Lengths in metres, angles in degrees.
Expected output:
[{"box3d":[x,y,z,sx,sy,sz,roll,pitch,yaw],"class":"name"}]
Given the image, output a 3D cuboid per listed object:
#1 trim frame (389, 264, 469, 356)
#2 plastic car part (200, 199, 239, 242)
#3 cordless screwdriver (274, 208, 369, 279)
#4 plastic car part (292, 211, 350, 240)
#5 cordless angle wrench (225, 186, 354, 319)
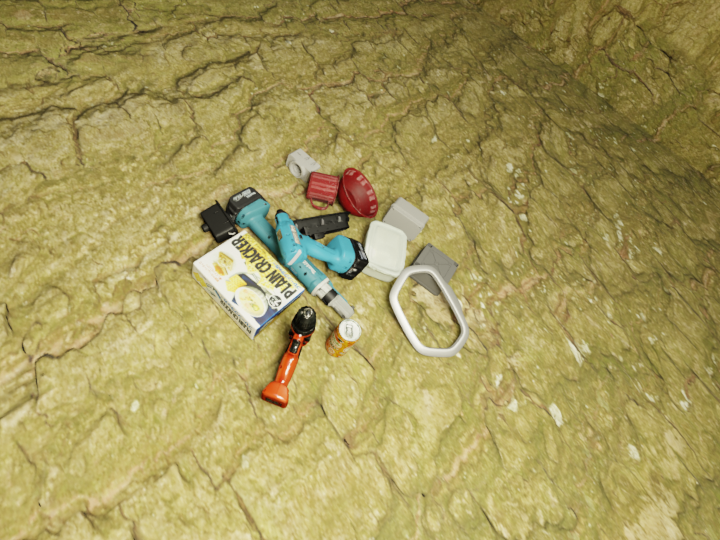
[{"box3d":[0.178,0.103,1.085,0.181,0.027,0.253,-26,78,-17],"class":"trim frame"},{"box3d":[-0.362,-0.115,1.067,0.070,0.064,0.121,-34,69,-21],"class":"plastic car part"},{"box3d":[-0.103,-0.068,1.056,0.236,0.075,0.167,15,39,-39],"class":"cordless screwdriver"},{"box3d":[-0.107,-0.122,1.156,0.197,0.067,0.068,-19,76,-30],"class":"plastic car part"},{"box3d":[-0.174,-0.036,1.069,0.432,0.074,0.096,45,52,11],"class":"cordless angle wrench"}]
